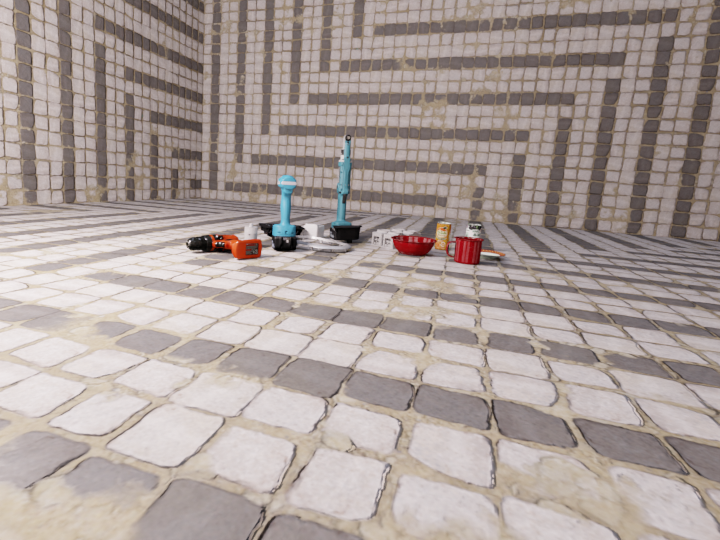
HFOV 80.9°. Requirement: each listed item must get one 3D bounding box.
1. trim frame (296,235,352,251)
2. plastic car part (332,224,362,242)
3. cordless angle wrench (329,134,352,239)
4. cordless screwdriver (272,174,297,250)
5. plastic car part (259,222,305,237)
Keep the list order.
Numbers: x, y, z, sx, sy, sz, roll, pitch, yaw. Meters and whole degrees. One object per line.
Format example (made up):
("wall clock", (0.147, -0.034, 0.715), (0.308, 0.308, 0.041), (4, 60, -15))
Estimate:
("trim frame", (-0.148, -0.097, 1.515), (0.262, 0.027, 0.176), (13, 15, 37))
("plastic car part", (-0.050, -0.143, 1.657), (0.115, 0.070, 0.067), (2, 10, -8))
("cordless angle wrench", (-0.069, -0.336, 1.721), (0.072, 0.419, 0.101), (2, 9, -17))
("cordless screwdriver", (-0.256, -0.195, 1.418), (0.072, 0.246, 0.165), (1, 10, -18))
("plastic car part", (-0.295, -0.150, 1.627), (0.070, 0.066, 0.194), (13, 15, 42))
